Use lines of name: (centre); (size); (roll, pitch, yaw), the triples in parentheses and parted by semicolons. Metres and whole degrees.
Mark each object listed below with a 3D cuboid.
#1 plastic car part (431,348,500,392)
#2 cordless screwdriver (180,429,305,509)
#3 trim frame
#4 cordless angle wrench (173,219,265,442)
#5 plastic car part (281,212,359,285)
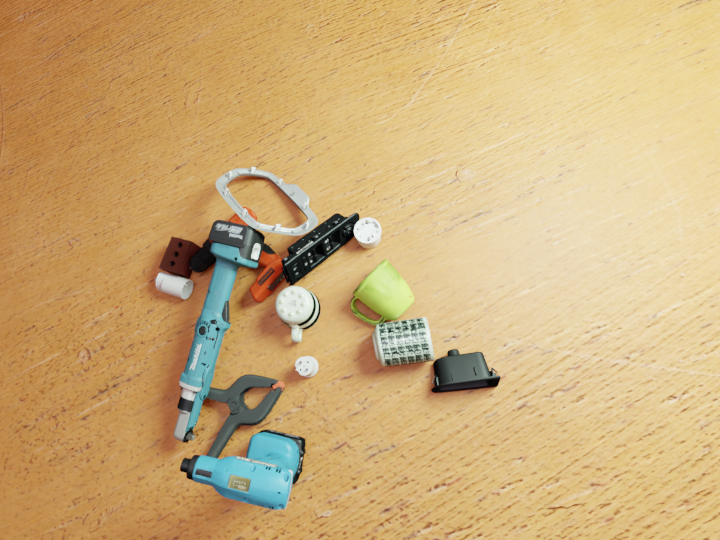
plastic car part: (0.183, 0.178, 0.765); (0.118, 0.063, 0.073); (-7, 58, 10)
cordless screwdriver: (-0.175, 0.312, 0.685); (0.161, 0.243, 0.075); (10, 76, 4)
trim frame: (-0.196, -0.153, 0.894); (0.177, 0.027, 0.261); (-16, 48, -41)
cordless angle wrench: (-0.291, 0.116, 0.822); (0.101, 0.072, 0.424); (12, 83, 17)
plastic car part: (-0.085, -0.055, 0.868); (0.200, 0.063, 0.071); (-36, 45, -19)
